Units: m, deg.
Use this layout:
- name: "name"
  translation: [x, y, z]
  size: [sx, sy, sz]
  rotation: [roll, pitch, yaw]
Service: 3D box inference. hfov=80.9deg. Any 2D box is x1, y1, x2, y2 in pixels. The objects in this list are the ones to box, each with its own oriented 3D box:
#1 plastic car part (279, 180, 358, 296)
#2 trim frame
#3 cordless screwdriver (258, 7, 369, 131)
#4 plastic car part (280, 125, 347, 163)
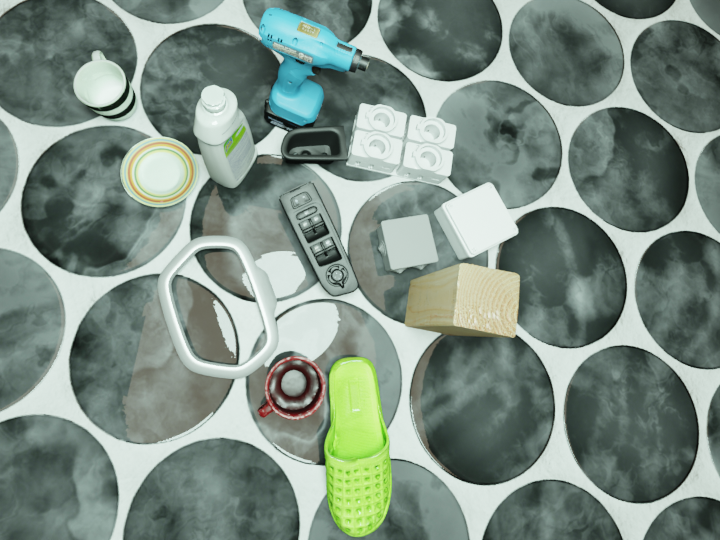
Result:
- name: "plastic car part"
  translation: [-0.072, -0.047, 0.737]
  size: [0.065, 0.067, 0.205]
  rotation: [-25, 83, -13]
- name: "trim frame"
  translation: [-0.236, 0.060, 0.717]
  size: [0.182, 0.027, 0.252]
  rotation: [-21, 82, -10]
- name: "cordless screwdriver"
  translation: [-0.084, -0.306, 0.694]
  size: [0.158, 0.250, 0.075]
  rotation: [21, 78, -7]
- name: "plastic car part"
  translation: [-0.089, -0.218, 0.767]
  size: [0.115, 0.071, 0.067]
  rotation: [-5, 82, -9]
